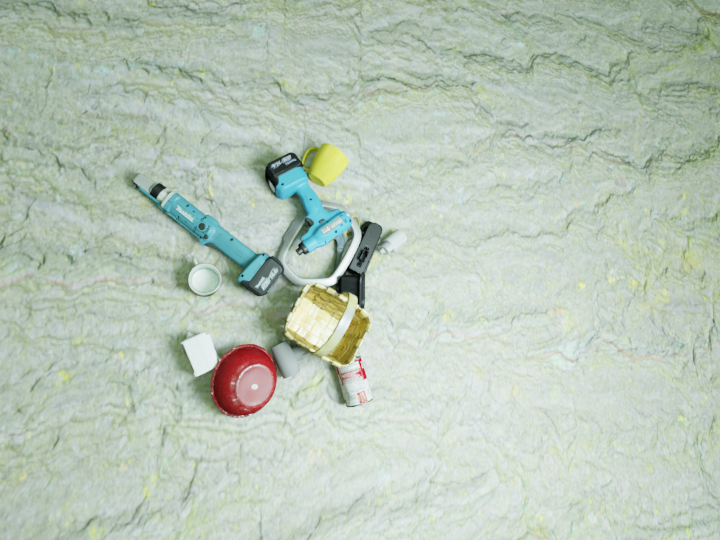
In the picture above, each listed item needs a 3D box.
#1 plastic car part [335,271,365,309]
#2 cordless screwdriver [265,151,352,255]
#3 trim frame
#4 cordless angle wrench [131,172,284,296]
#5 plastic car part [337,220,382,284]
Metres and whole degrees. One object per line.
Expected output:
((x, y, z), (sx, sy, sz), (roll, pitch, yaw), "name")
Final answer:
((-0.025, 0.053, 1.046), (0.073, 0.066, 0.113), (2, 115, 12), "plastic car part")
((-0.155, -0.165, 1.063), (0.157, 0.074, 0.254), (-36, 79, -16), "cordless screwdriver")
((-0.105, -0.069, 1.077), (0.186, 0.027, 0.249), (26, 72, 5), "trim frame")
((-0.371, -0.099, 1.007), (0.424, 0.074, 0.098), (37, 87, 2), "cordless angle wrench")
((0.005, -0.048, 1.101), (0.066, 0.067, 0.204), (25, 67, -3), "plastic car part")
